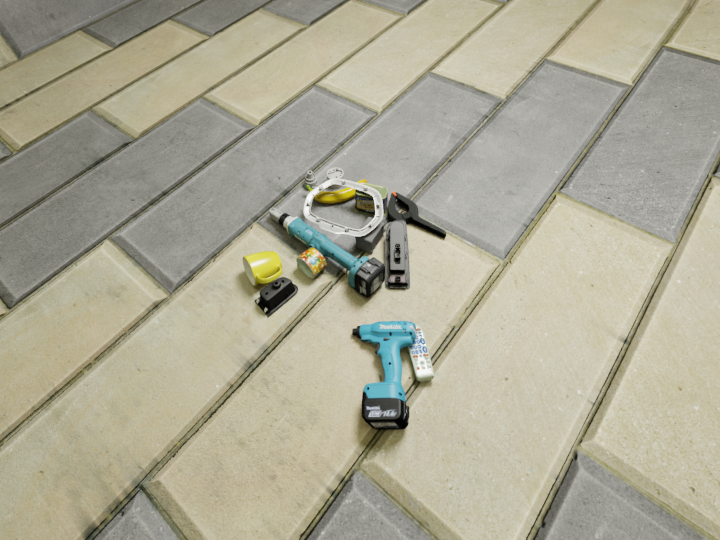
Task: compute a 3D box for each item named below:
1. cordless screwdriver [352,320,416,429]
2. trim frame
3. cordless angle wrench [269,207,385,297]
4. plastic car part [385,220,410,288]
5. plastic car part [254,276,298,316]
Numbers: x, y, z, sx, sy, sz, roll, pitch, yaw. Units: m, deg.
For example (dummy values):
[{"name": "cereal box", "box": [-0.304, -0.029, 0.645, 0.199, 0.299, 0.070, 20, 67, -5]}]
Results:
[{"name": "cordless screwdriver", "box": [0.044, 0.234, 0.991, 0.164, 0.070, 0.254, -6, 53, 22]}, {"name": "trim frame", "box": [-0.052, -0.187, 1.236, 0.259, 0.026, 0.184, 22, 71, 22]}, {"name": "cordless angle wrench", "box": [-0.119, -0.078, 1.215, 0.444, 0.094, 0.073, 34, 60, 28]}, {"name": "plastic car part", "box": [0.100, -0.055, 1.172, 0.068, 0.064, 0.207, -4, 65, 11]}, {"name": "plastic car part", "box": [-0.228, 0.056, 1.142, 0.115, 0.068, 0.069, -39, 64, -17]}]
